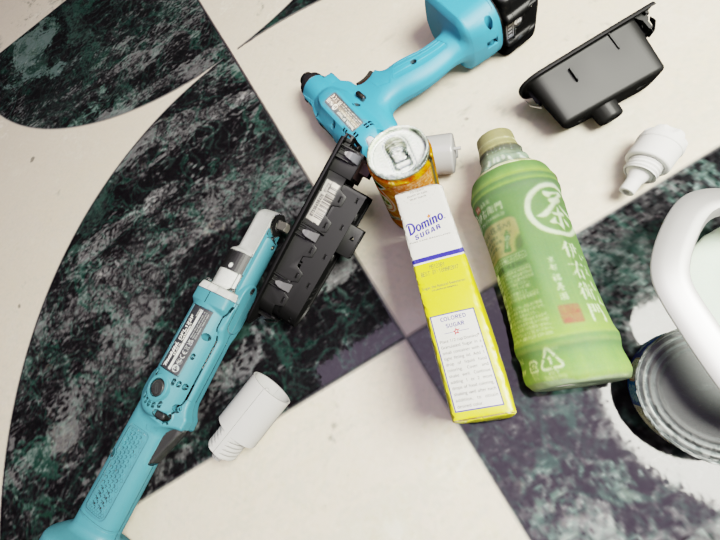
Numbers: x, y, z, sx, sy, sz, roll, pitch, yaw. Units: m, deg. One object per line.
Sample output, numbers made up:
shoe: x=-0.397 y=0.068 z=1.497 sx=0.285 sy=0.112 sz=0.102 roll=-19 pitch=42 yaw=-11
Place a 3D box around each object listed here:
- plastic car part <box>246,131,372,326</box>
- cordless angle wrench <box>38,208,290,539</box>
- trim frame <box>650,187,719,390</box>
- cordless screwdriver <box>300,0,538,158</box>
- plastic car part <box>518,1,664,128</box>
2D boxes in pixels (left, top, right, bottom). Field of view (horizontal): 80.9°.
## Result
plastic car part: x=-0.040 y=-0.026 z=0.412 sx=0.067 sy=0.066 sz=0.203 roll=34 pitch=98 yaw=1
cordless angle wrench: x=-0.184 y=0.121 z=0.419 sx=0.102 sy=0.071 sz=0.424 roll=18 pitch=75 yaw=25
trim frame: x=0.311 y=0.027 z=0.254 sx=0.254 sy=0.026 sz=0.186 roll=10 pitch=67 yaw=12
cordless screwdriver: x=0.052 y=-0.242 z=0.471 sx=0.250 sy=0.071 sz=0.167 roll=-39 pitch=61 yaw=7
plastic car part: x=0.217 y=-0.170 z=0.388 sx=0.117 sy=0.064 sz=0.073 roll=-32 pitch=77 yaw=10
